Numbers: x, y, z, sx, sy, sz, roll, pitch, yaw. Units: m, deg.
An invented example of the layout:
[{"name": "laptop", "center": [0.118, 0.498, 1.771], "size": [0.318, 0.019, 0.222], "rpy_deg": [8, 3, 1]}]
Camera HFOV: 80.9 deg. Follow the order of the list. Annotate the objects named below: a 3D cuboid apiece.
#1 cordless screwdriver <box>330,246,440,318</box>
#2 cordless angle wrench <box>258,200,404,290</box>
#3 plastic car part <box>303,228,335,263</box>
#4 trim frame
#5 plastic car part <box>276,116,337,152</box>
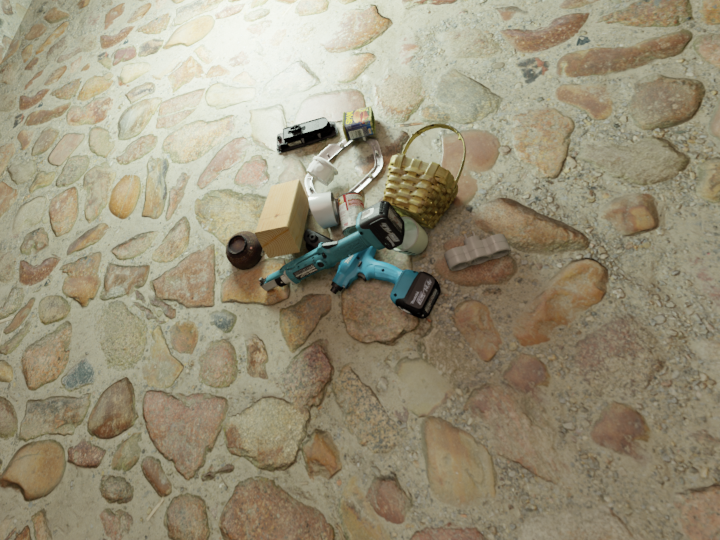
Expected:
[{"name": "cordless screwdriver", "center": [0.051, 0.034, 1.006], "size": [0.262, 0.070, 0.159], "rpy_deg": [30, 83, 32]}, {"name": "cordless angle wrench", "center": [-0.092, -0.033, 1.039], "size": [0.434, 0.094, 0.075], "rpy_deg": [-25, 30, 30]}, {"name": "plastic car part", "center": [-0.108, -0.071, 1.110], "size": [0.122, 0.068, 0.066], "rpy_deg": [31, 82, 25]}, {"name": "trim frame", "center": [-0.050, -0.289, 1.198], "size": [0.249, 0.026, 0.193], "rpy_deg": [-42, 60, 3]}, {"name": "plastic car part", "center": [-0.170, -0.420, 1.281], "size": [0.208, 0.064, 0.068], "rpy_deg": [-8, 61, 15]}]
